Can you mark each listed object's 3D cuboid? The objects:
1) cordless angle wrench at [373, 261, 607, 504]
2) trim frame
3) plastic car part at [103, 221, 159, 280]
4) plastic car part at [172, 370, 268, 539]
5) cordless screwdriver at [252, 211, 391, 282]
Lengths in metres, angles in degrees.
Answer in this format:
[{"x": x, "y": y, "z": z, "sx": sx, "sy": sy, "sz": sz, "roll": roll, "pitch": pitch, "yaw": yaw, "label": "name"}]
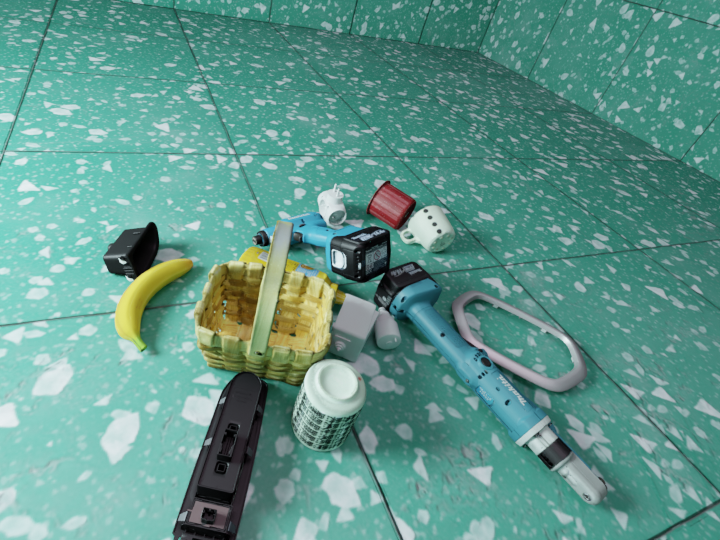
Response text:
[{"x": 0.184, "y": 0.156, "z": 0.661, "sx": 0.094, "sy": 0.073, "sz": 0.445, "roll": -16, "pitch": 50, "yaw": -34, "label": "cordless angle wrench"}, {"x": 0.283, "y": 0.121, "z": 0.768, "sx": 0.256, "sy": 0.027, "sz": 0.182, "roll": 25, "pitch": 41, "yaw": 15, "label": "trim frame"}, {"x": -0.393, "y": -0.033, "z": 0.717, "sx": 0.071, "sy": 0.064, "sz": 0.121, "roll": -4, "pitch": 38, "yaw": -3, "label": "plastic car part"}, {"x": -0.157, "y": 0.202, "z": 0.503, "sx": 0.066, "sy": 0.065, "sz": 0.208, "roll": 7, "pitch": 36, "yaw": -2, "label": "plastic car part"}, {"x": -0.075, "y": -0.049, "z": 0.772, "sx": 0.154, "sy": 0.072, "sz": 0.263, "roll": -21, "pitch": 29, "yaw": -36, "label": "cordless screwdriver"}]
